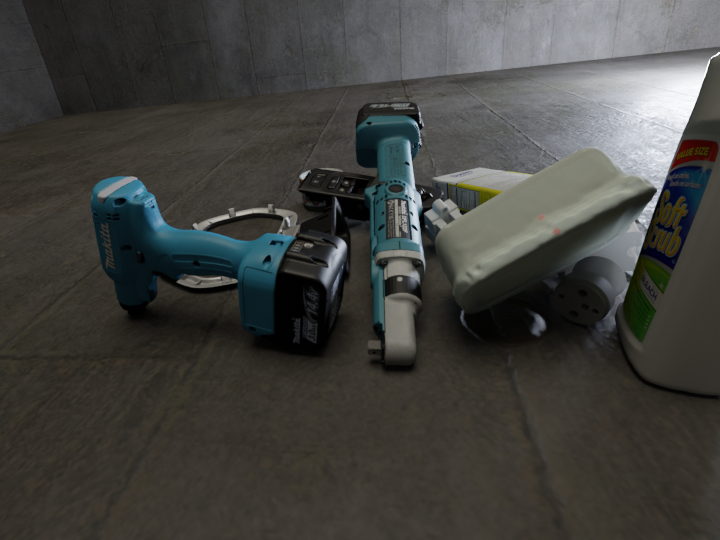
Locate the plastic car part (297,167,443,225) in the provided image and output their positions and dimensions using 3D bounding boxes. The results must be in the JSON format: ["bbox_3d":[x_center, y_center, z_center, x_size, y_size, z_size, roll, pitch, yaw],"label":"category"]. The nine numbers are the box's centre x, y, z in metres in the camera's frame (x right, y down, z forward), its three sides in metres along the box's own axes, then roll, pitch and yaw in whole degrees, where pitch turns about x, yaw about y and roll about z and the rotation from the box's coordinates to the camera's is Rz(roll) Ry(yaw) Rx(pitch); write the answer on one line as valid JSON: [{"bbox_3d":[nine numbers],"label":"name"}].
[{"bbox_3d":[0.013,-0.101,0.615,0.210,0.065,0.066,8,35,18],"label":"plastic car part"}]

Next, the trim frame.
[{"bbox_3d":[-0.179,-0.045,0.604,0.187,0.027,0.252,-1,28,8],"label":"trim frame"}]

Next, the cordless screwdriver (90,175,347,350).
[{"bbox_3d":[-0.144,0.011,0.418,0.253,0.156,0.074,17,34,9],"label":"cordless screwdriver"}]

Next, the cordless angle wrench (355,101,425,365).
[{"bbox_3d":[0.039,-0.076,0.501,0.099,0.072,0.435,-1,44,3],"label":"cordless angle wrench"}]

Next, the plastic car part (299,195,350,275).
[{"bbox_3d":[-0.052,-0.034,0.533,0.072,0.063,0.119,-16,30,13],"label":"plastic car part"}]
